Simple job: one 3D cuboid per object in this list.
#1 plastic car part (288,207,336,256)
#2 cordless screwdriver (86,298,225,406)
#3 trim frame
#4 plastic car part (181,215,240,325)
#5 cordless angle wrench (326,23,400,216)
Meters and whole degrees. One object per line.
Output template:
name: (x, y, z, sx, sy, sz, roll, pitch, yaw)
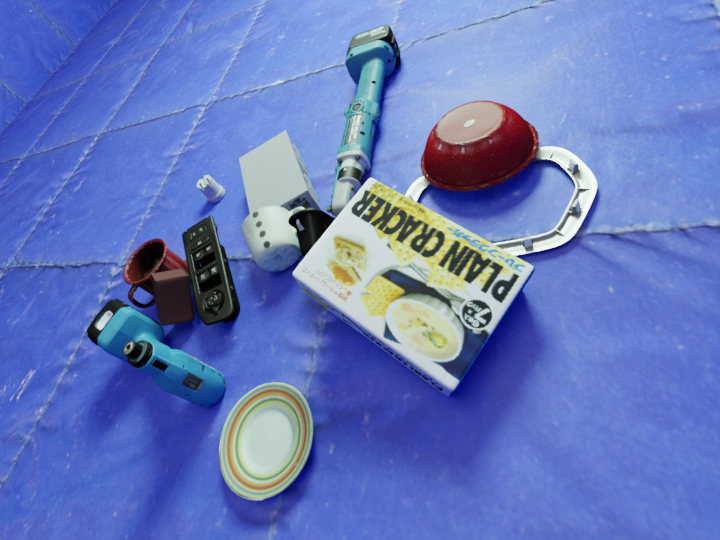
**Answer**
plastic car part: (-0.059, -0.039, 0.607, 0.068, 0.111, 0.072, -14, 77, 19)
cordless screwdriver: (-0.318, 0.107, 0.611, 0.263, 0.150, 0.074, 16, 66, 38)
trim frame: (0.169, -0.094, 0.564, 0.257, 0.026, 0.188, -10, 53, 25)
plastic car part: (-0.242, 0.007, 0.695, 0.066, 0.064, 0.213, -26, 53, 0)
cordless angle wrench: (0.002, -0.274, 0.758, 0.102, 0.070, 0.431, -6, 58, 26)
